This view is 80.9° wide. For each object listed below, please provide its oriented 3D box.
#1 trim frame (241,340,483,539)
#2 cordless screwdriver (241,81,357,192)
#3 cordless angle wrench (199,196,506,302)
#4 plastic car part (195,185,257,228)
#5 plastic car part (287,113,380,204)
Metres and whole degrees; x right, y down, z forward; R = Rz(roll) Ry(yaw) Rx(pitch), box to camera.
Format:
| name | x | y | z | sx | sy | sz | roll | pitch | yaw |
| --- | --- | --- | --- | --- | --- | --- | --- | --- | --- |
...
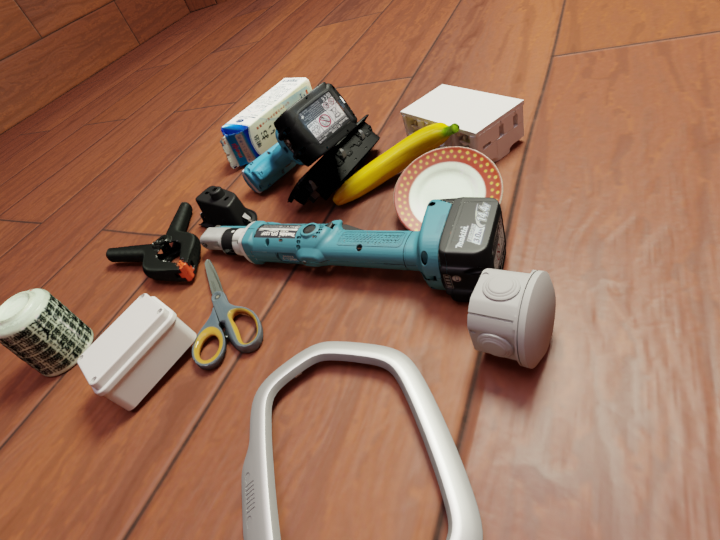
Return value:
| name | x | y | z | sx | sy | sz | roll | pitch | yaw |
| --- | --- | --- | --- | --- | --- | --- | --- | --- | --- |
| trim frame | -0.016 | 0.159 | 0.345 | 0.185 | 0.026 | 0.260 | -23 | 43 | 2 |
| cordless screwdriver | -0.089 | -0.205 | 0.656 | 0.158 | 0.072 | 0.257 | -45 | 17 | -22 |
| cordless angle wrench | -0.052 | -0.034 | 0.531 | 0.443 | 0.071 | 0.098 | 4 | 48 | 32 |
| plastic car part | -0.221 | -0.104 | 0.680 | 0.123 | 0.067 | 0.065 | 17 | 57 | 41 |
| plastic car part | -0.029 | -0.171 | 0.659 | 0.067 | 0.066 | 0.203 | 33 | 62 | 0 |
